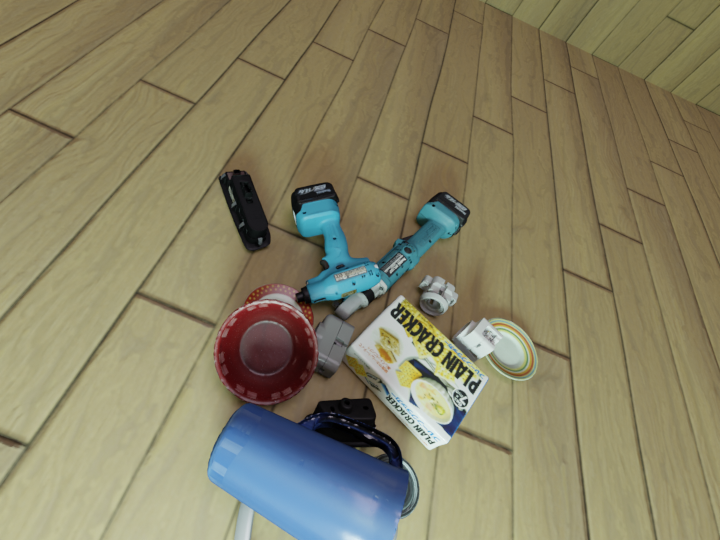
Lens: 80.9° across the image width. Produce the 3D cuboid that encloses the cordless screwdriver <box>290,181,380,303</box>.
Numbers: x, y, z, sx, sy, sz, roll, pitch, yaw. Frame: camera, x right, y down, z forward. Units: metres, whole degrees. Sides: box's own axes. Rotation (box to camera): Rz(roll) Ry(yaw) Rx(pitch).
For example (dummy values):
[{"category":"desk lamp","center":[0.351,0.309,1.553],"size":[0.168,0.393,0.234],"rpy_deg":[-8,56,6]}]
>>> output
[{"category":"cordless screwdriver","center":[-0.081,-0.053,0.829],"size":[0.157,0.072,0.260],"rpy_deg":[-19,58,-11]}]

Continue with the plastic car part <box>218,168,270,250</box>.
[{"category":"plastic car part","center":[-0.228,-0.134,0.860],"size":[0.063,0.067,0.210],"rpy_deg":[-6,61,-34]}]

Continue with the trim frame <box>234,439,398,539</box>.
[{"category":"trim frame","center":[-0.058,0.354,0.594],"size":[0.240,0.027,0.191],"rpy_deg":[-15,61,-30]}]

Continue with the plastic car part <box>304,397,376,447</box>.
[{"category":"plastic car part","center":[-0.023,0.229,0.658],"size":[0.113,0.070,0.069],"rpy_deg":[8,31,-20]}]

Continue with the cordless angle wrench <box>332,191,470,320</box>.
[{"category":"cordless angle wrench","center":[0.090,-0.030,0.896],"size":[0.100,0.073,0.416],"rpy_deg":[40,55,12]}]
